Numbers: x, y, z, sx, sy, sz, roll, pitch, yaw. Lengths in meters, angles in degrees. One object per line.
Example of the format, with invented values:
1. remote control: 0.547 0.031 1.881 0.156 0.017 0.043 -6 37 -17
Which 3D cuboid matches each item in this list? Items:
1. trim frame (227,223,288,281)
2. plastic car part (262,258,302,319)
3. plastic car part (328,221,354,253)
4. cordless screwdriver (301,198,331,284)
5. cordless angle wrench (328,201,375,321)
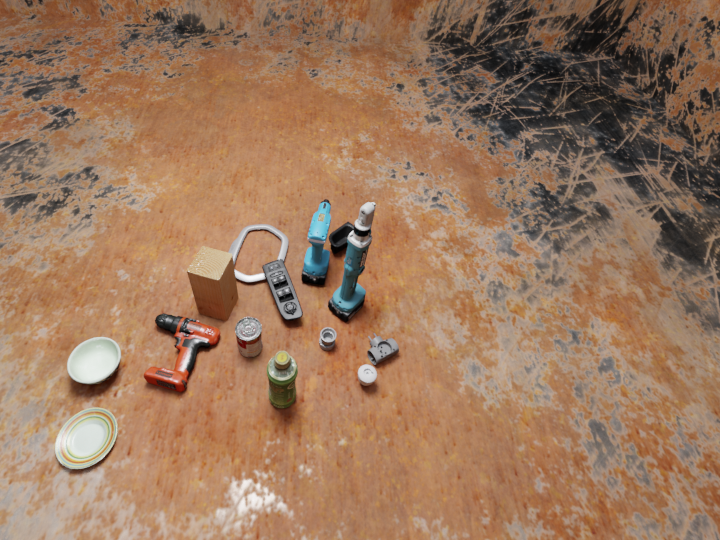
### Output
1. trim frame: -0.331 -0.060 1.354 0.185 0.027 0.254 8 51 1
2. plastic car part: -0.227 0.066 1.235 0.065 0.065 0.213 -16 54 -19
3. plastic car part: -0.061 -0.096 1.380 0.069 0.069 0.114 39 57 22
4. cordless screwdriver: -0.122 -0.080 1.249 0.074 0.243 0.162 11 51 -1
5. cordless angle wrench: -0.015 -0.016 1.096 0.077 0.413 0.096 38 55 19
